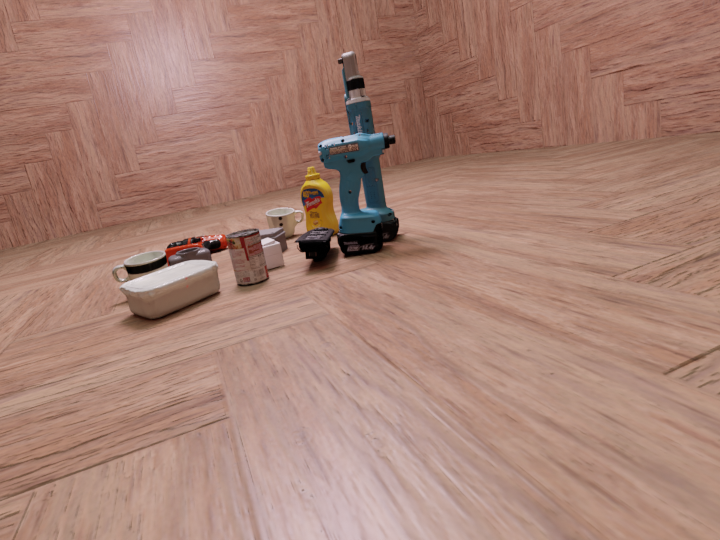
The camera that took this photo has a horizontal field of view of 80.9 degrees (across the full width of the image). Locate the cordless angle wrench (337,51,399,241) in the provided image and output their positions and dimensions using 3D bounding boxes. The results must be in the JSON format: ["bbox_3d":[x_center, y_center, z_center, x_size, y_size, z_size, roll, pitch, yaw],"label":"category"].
[{"bbox_3d":[0.011,-0.274,0.962,0.101,0.416,0.073,-6,13,19],"label":"cordless angle wrench"}]

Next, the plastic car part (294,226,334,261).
[{"bbox_3d":[-0.091,-0.059,0.927,0.067,0.066,0.205,-9,16,5],"label":"plastic car part"}]

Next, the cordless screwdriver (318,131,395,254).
[{"bbox_3d":[0.009,-0.163,0.895,0.161,0.244,0.074,-8,13,9],"label":"cordless screwdriver"}]
